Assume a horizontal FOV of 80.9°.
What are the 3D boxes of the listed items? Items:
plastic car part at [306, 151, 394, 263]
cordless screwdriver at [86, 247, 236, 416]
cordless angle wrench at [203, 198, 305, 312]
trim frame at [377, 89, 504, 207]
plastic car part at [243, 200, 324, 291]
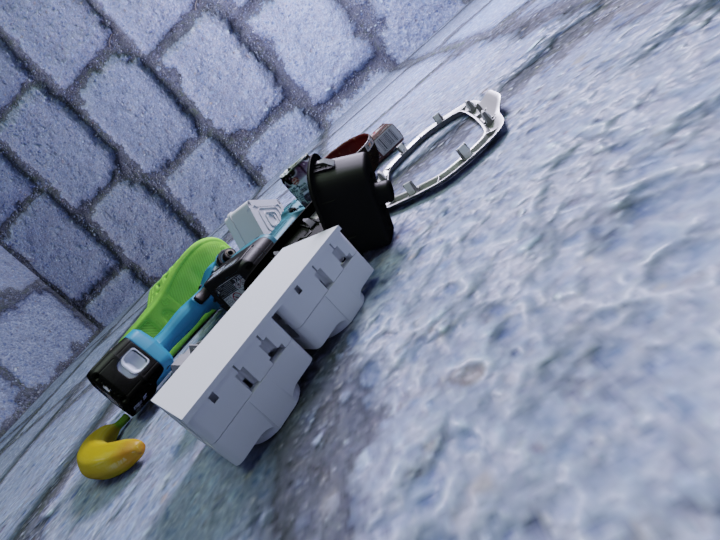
[{"bbox_3d":[-0.001,-0.063,0.411,0.073,0.112,0.067,-9,28,18],"label":"plastic car part"},{"bbox_3d":[-0.263,0.075,0.606,0.248,0.074,0.160,-56,5,-39],"label":"cordless screwdriver"},{"bbox_3d":[-0.099,-0.087,0.689,0.100,0.072,0.425,-30,21,32],"label":"cordless angle wrench"},{"bbox_3d":[0.090,-0.154,0.528,0.187,0.027,0.252,-34,20,20],"label":"trim frame"},{"bbox_3d":[-0.049,-0.032,0.503,0.071,0.063,0.202,25,65,43],"label":"plastic car part"}]
